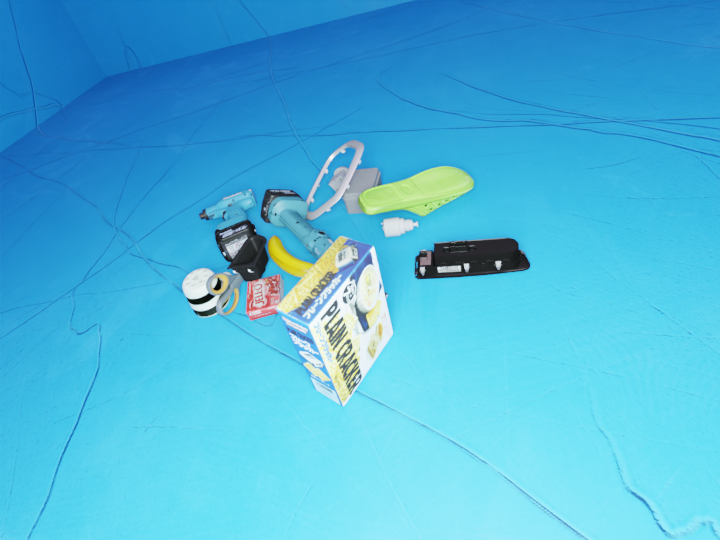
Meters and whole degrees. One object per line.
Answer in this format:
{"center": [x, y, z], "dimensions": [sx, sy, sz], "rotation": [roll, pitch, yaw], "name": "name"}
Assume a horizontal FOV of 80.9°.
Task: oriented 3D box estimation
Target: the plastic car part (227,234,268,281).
{"center": [-0.232, -0.020, 0.929], "dimensions": [0.068, 0.068, 0.118], "rotation": [-5, 35, 17], "name": "plastic car part"}

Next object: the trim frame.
{"center": [-0.071, -0.229, 1.061], "dimensions": [0.192, 0.026, 0.250], "rotation": [-4, 58, 50], "name": "trim frame"}

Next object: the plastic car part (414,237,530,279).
{"center": [0.204, -0.029, 0.789], "dimensions": [0.208, 0.064, 0.067], "rotation": [-1, 37, 16], "name": "plastic car part"}

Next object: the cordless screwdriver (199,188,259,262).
{"center": [-0.337, -0.117, 1.077], "dimensions": [0.159, 0.071, 0.260], "rotation": [-21, 38, -2], "name": "cordless screwdriver"}

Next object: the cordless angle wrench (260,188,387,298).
{"center": [-0.089, -0.058, 0.907], "dimensions": [0.094, 0.073, 0.448], "rotation": [-5, 33, -37], "name": "cordless angle wrench"}
